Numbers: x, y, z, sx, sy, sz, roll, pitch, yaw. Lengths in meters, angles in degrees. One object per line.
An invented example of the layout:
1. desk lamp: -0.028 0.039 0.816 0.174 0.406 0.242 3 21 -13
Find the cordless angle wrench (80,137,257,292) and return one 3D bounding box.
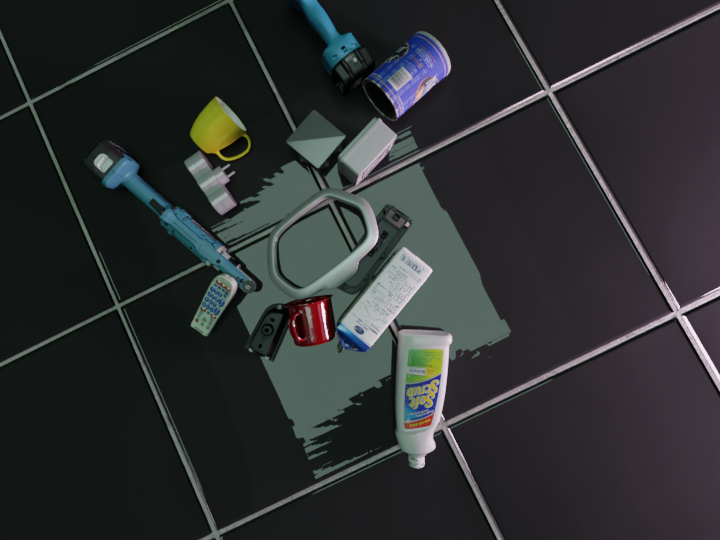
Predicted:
1. cordless angle wrench: -0.373 -0.099 0.859 0.424 0.098 0.074 41 89 1

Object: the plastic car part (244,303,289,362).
1. plastic car part: -0.181 0.120 0.832 0.066 0.070 0.116 25 91 1

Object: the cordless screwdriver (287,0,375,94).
1. cordless screwdriver: -0.075 -0.481 0.854 0.074 0.162 0.244 -36 102 2

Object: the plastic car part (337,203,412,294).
1. plastic car part: 0.024 -0.037 0.838 0.066 0.067 0.203 37 91 -5

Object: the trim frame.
1. trim frame: -0.082 -0.053 0.834 0.250 0.026 0.191 -38 68 8
